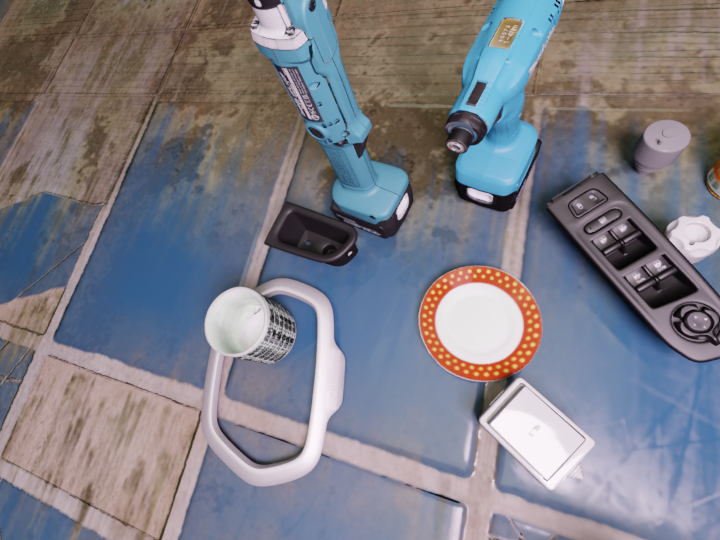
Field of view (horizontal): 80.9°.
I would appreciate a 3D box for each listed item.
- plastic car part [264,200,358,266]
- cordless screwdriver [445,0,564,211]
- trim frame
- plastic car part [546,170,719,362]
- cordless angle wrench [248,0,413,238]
[{"bbox_3d":[-0.054,-0.035,0.553,0.122,0.068,0.066,21,77,23],"label":"plastic car part"},{"bbox_3d":[0.134,-0.135,0.433,0.077,0.238,0.159,25,79,21],"label":"cordless screwdriver"},{"bbox_3d":[-0.112,0.130,0.531,0.189,0.026,0.253,-2,69,18],"label":"trim frame"},{"bbox_3d":[0.279,0.000,0.429,0.066,0.064,0.212,-32,63,3],"label":"plastic car part"},{"bbox_3d":[-0.027,-0.150,0.400,0.102,0.405,0.074,25,79,21],"label":"cordless angle wrench"}]
